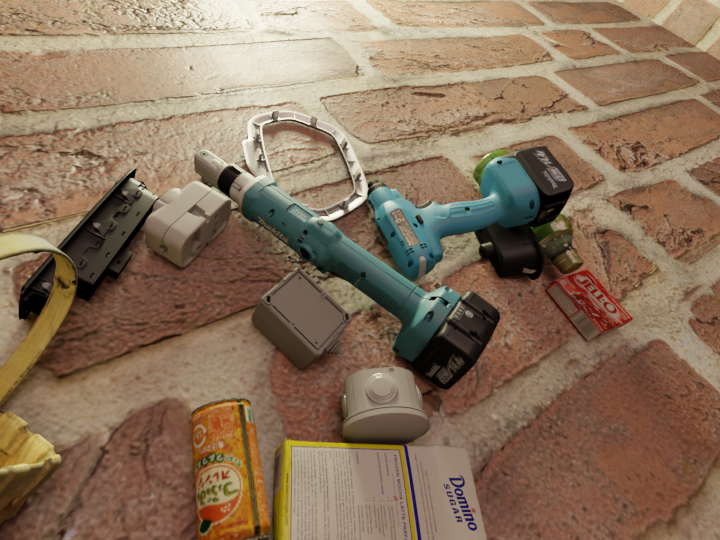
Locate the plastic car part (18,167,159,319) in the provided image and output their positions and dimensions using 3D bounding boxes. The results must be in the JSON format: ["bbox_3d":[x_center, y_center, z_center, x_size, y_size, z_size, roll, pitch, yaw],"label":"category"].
[{"bbox_3d":[-0.276,-0.035,0.455,0.065,0.066,0.207,21,48,-16],"label":"plastic car part"}]

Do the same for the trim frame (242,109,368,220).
[{"bbox_3d":[-0.086,-0.171,0.647,0.179,0.027,0.259,-5,56,-20],"label":"trim frame"}]

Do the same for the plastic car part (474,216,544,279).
[{"bbox_3d":[0.206,-0.039,0.615,0.070,0.064,0.121,-9,57,-7],"label":"plastic car part"}]

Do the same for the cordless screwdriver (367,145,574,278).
[{"bbox_3d":[0.140,-0.100,0.587,0.248,0.071,0.166,-22,59,-4],"label":"cordless screwdriver"}]

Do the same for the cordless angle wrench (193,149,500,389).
[{"bbox_3d":[-0.050,-0.032,0.508,0.437,0.096,0.073,36,53,16],"label":"cordless angle wrench"}]
